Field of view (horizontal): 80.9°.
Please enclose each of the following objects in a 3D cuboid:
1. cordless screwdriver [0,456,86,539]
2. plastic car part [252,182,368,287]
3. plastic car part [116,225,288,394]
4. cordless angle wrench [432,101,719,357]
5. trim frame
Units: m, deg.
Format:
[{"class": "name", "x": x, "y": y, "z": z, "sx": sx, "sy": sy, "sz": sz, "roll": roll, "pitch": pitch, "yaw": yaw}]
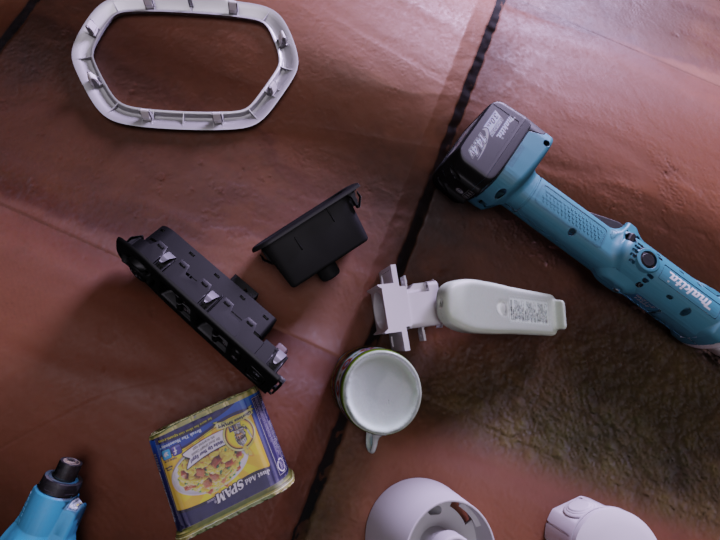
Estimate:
[{"class": "cordless screwdriver", "x": -0.171, "y": 0.264, "z": 0.326, "sx": 0.250, "sy": 0.073, "sz": 0.160, "roll": 19, "pitch": 75, "yaw": 3}, {"class": "plastic car part", "x": -0.041, "y": -0.027, "z": 0.420, "sx": 0.116, "sy": 0.067, "sz": 0.070, "roll": -37, "pitch": 99, "yaw": -10}, {"class": "plastic car part", "x": -0.142, "y": 0.026, "z": 0.392, "sx": 0.205, "sy": 0.066, "sz": 0.067, "roll": 36, "pitch": 66, "yaw": 4}, {"class": "cordless angle wrench", "x": 0.274, "y": -0.009, "z": 0.436, "sx": 0.425, "sy": 0.074, "sz": 0.098, "roll": 37, "pitch": 76, "yaw": 2}, {"class": "trim frame", "x": -0.194, "y": -0.242, "z": 0.473, "sx": 0.247, "sy": 0.027, "sz": 0.187, "roll": 1, "pitch": 75, "yaw": -3}]
